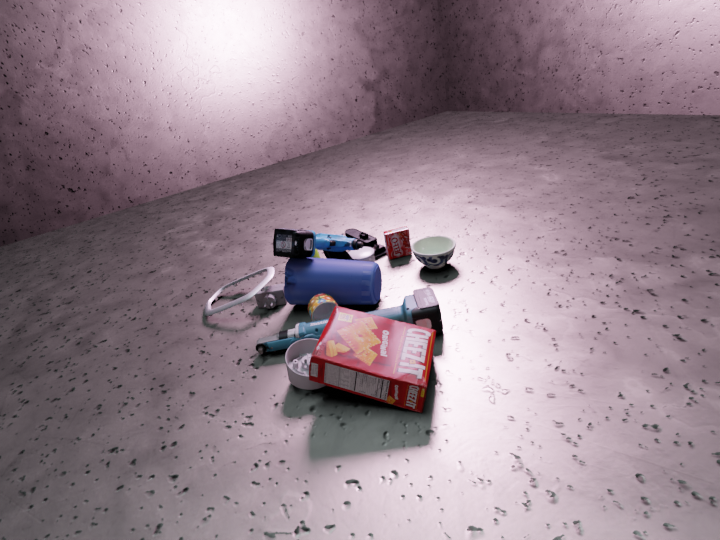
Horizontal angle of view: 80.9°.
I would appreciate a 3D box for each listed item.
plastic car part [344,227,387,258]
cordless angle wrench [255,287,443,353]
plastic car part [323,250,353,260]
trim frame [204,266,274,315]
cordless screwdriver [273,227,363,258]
[{"bbox_3d":[0.003,-0.095,1.388,0.065,0.065,0.214,-31,29,-21],"label":"plastic car part"},{"bbox_3d":[-0.035,0.130,0.961,0.427,0.072,0.100,-12,25,6],"label":"cordless angle wrench"},{"bbox_3d":[-0.061,-0.027,1.267,0.066,0.067,0.123,-32,39,-4],"label":"plastic car part"},{"bbox_3d":[-0.349,0.059,1.216,0.254,0.026,0.187,-24,26,21],"label":"trim frame"},{"bbox_3d":[-0.113,-0.074,1.154,0.167,0.074,0.238,7,7,31],"label":"cordless screwdriver"}]
